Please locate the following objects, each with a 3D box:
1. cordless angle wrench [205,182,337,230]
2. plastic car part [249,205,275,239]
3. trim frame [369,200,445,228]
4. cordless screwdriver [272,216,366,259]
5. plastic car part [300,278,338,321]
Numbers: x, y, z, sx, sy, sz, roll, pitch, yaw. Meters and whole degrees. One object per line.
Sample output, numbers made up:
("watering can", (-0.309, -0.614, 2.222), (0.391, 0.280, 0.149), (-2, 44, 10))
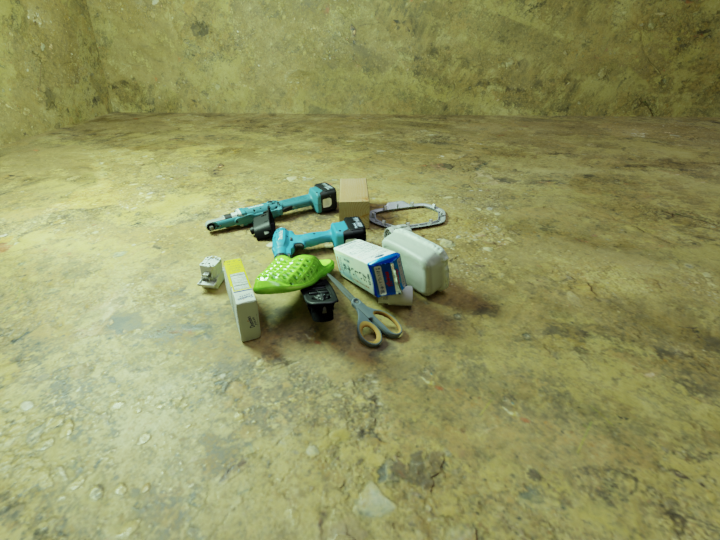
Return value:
("cordless angle wrench", (-0.277, -0.191, 1.328), (0.412, 0.072, 0.103), (-18, 33, -22))
("plastic car part", (-0.288, -0.128, 1.237), (0.071, 0.063, 0.121), (-16, 33, 3))
("trim frame", (0.146, -0.176, 1.318), (0.244, 0.027, 0.193), (-11, 31, -13))
("cordless screwdriver", (-0.109, -0.071, 1.110), (0.248, 0.072, 0.165), (-7, 31, -2))
("plastic car part", (-0.088, 0.061, 0.862), (0.065, 0.067, 0.207), (1, 5, -12))
